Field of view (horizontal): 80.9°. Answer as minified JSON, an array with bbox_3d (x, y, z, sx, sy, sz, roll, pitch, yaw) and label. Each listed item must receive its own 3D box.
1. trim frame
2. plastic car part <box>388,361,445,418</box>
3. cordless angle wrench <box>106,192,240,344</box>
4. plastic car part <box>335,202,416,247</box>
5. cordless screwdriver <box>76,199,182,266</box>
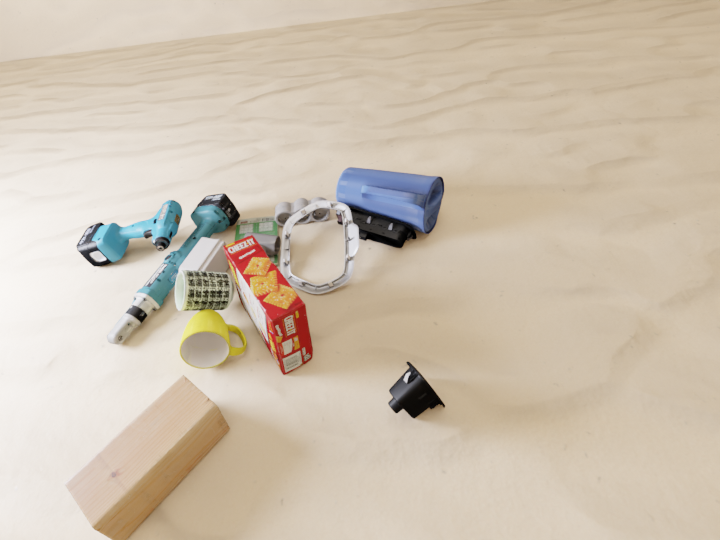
[{"bbox_3d":[-0.093,-0.061,0.952,0.187,0.026,0.256,-8,57,11],"label":"trim frame"},{"bbox_3d":[0.077,0.194,0.661,0.071,0.110,0.070,-44,52,-3],"label":"plastic car part"},{"bbox_3d":[-0.421,-0.013,0.962,0.102,0.071,0.426,-2,47,31],"label":"cordless angle wrench"},{"bbox_3d":[0.028,-0.100,0.987,0.211,0.063,0.067,15,58,22],"label":"plastic car part"},{"bbox_3d":[-0.546,-0.074,1.004,0.251,0.071,0.165,-18,43,8],"label":"cordless screwdriver"}]
